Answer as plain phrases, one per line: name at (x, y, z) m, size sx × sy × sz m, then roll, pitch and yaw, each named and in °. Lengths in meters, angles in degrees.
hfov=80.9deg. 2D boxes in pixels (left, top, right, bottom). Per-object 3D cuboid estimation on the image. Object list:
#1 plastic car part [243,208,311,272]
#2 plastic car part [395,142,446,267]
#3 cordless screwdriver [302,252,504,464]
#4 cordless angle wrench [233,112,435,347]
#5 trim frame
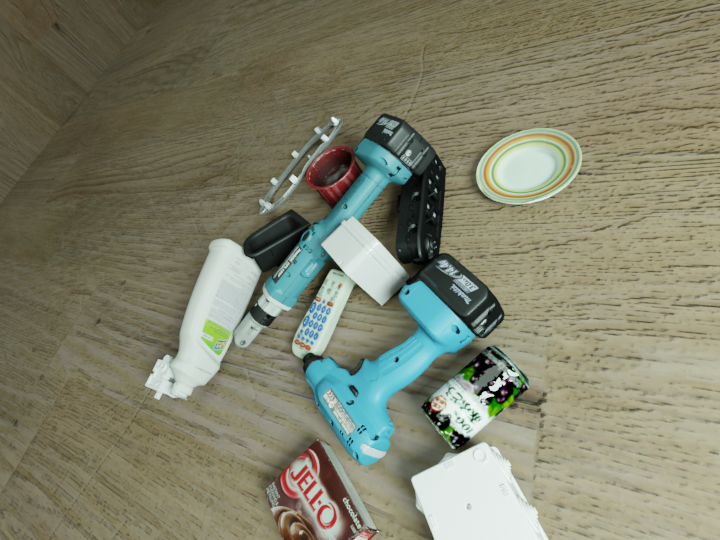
plastic car part at (-0.141, -0.041, 0.726) m, size 0.115 × 0.067 × 0.070 m, roll -36°, pitch 44°, yaw -15°
plastic car part at (0.084, -0.088, 0.610) m, size 0.069 × 0.063 × 0.207 m, roll -11°, pitch 55°, yaw 25°
cordless screwdriver at (0.039, 0.088, 0.521) m, size 0.249 × 0.070 × 0.168 m, roll -48°, pitch 46°, yaw 1°
cordless angle wrench at (-0.063, -0.041, 0.644) m, size 0.424 × 0.071 × 0.103 m, roll -50°, pitch 32°, yaw 10°
trim frame at (-0.119, -0.204, 0.813) m, size 0.248 × 0.026 × 0.192 m, roll -53°, pitch 26°, yaw -11°
